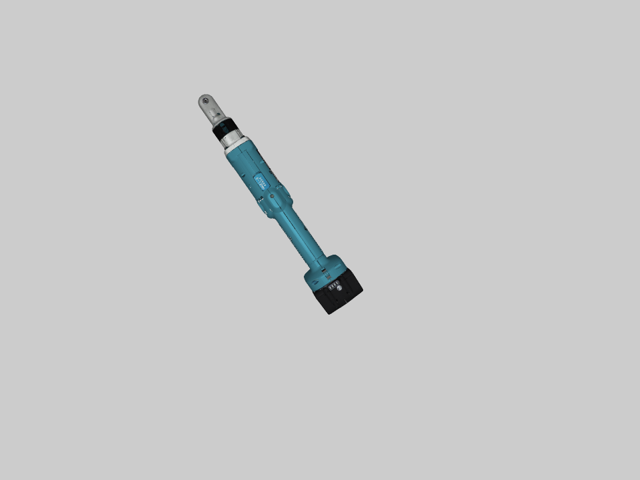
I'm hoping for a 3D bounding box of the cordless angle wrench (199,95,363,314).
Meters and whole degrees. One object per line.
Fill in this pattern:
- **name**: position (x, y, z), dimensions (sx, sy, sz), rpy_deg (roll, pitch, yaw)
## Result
- **cordless angle wrench**: position (-0.079, -0.068, 0.726), dimensions (0.074, 0.423, 0.098), rpy_deg (-35, 3, -3)
